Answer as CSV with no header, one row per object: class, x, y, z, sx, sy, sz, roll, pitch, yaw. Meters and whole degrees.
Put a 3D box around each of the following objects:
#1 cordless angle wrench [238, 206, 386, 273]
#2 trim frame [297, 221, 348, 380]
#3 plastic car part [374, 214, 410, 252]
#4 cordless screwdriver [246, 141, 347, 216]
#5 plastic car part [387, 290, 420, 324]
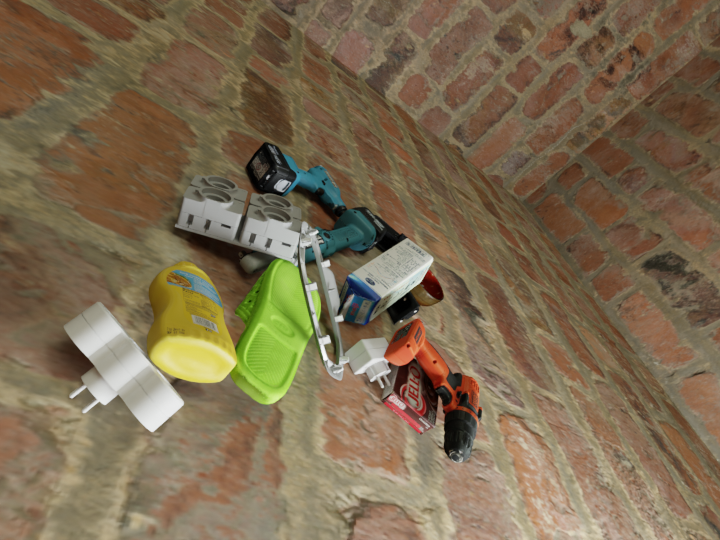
cordless angle wrench,-0.082,-0.054,0.841,0.100,0.075,0.410,48,31,11
trim frame,-0.055,0.045,0.645,0.183,0.028,0.247,-53,128,-83
plastic car part,0.081,-0.073,1.081,0.200,0.067,0.067,36,37,-7
cordless screwdriver,-0.131,-0.195,0.967,0.236,0.075,0.166,6,46,-54
plastic car part,0.086,0.059,0.914,0.067,0.066,0.122,35,21,-48
